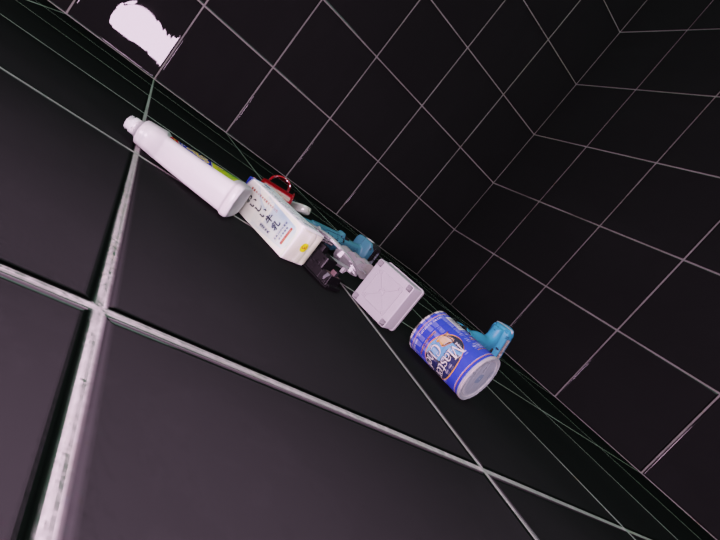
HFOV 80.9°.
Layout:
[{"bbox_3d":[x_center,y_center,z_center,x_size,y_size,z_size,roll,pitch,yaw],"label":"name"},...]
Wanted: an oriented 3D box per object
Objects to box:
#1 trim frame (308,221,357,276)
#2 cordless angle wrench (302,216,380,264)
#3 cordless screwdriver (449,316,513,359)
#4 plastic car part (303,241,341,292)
[{"bbox_3d":[-0.096,-0.062,0.977,0.263,0.027,0.174,34,-17,46],"label":"trim frame"},{"bbox_3d":[-0.081,-0.092,1.267,0.078,0.098,0.400,43,13,33],"label":"cordless angle wrench"},{"bbox_3d":[0.247,0.189,0.993,0.236,0.158,0.079,12,20,-38],"label":"cordless screwdriver"},{"bbox_3d":[-0.109,-0.041,0.873,0.214,0.067,0.063,40,14,31],"label":"plastic car part"}]
